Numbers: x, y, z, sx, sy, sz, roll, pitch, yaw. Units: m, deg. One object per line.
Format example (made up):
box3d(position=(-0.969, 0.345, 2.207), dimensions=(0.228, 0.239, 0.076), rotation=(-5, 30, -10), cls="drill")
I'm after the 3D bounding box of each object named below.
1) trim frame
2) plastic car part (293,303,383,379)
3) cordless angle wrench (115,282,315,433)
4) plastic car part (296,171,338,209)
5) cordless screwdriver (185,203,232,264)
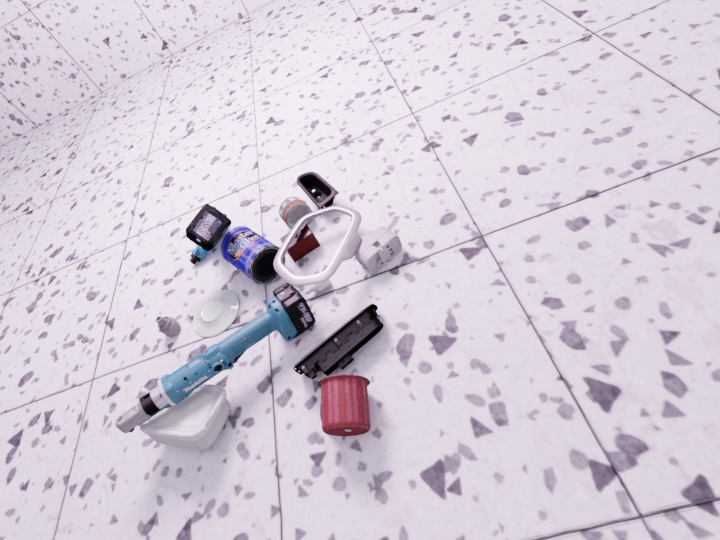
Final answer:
box3d(position=(-0.093, -0.061, 0.947), dimensions=(0.192, 0.026, 0.250), rotation=(4, 49, 28), cls="trim frame")
box3d(position=(-0.032, 0.142, 0.814), dimensions=(0.202, 0.063, 0.071), rotation=(-43, 58, -9), cls="plastic car part")
box3d(position=(-0.288, 0.179, 0.843), dimensions=(0.418, 0.093, 0.079), rotation=(-34, 38, -14), cls="cordless angle wrench")
box3d(position=(-0.112, -0.203, 1.111), dimensions=(0.066, 0.068, 0.122), rotation=(-40, 63, -8), cls="plastic car part")
box3d(position=(-0.400, -0.084, 1.091), dimensions=(0.159, 0.073, 0.254), rotation=(-56, 13, -8), cls="cordless screwdriver")
